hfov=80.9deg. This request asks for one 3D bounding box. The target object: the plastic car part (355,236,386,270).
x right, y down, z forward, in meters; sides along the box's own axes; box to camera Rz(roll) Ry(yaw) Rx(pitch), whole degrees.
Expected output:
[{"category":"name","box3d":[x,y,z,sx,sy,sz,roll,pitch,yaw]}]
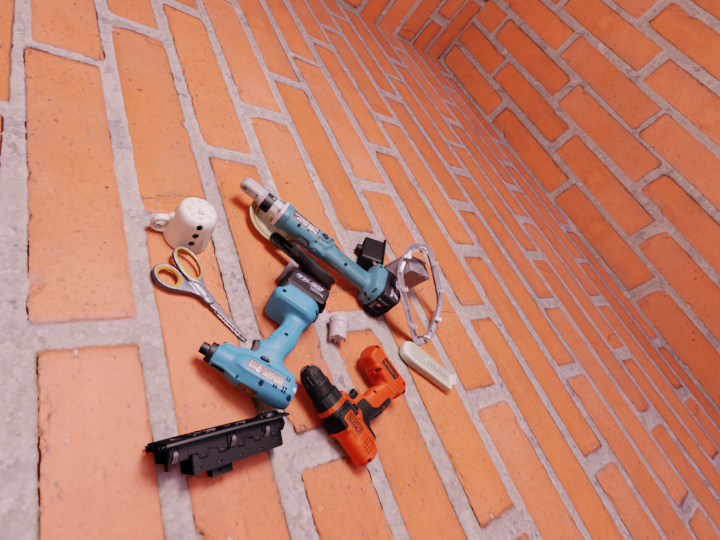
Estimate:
[{"category":"plastic car part","box3d":[0.021,-0.041,1.045,0.070,0.065,0.119,20,37,-8]}]

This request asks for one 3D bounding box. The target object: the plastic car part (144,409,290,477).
[{"category":"plastic car part","box3d":[-0.179,0.236,0.577,0.193,0.068,0.069,-5,68,-45]}]

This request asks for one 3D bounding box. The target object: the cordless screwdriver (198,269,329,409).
[{"category":"cordless screwdriver","box3d":[-0.154,0.096,0.721,0.158,0.074,0.251,29,38,-6]}]

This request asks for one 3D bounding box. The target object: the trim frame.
[{"category":"trim frame","box3d":[0.142,0.053,0.974,0.180,0.029,0.241,-35,119,-43]}]

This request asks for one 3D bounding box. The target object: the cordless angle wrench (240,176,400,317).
[{"category":"cordless angle wrench","box3d":[-0.090,-0.059,0.924,0.415,0.075,0.098,39,37,-10]}]
